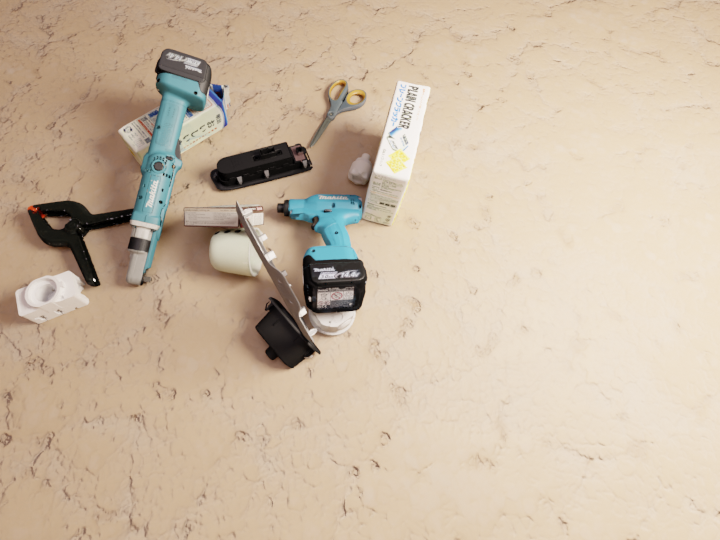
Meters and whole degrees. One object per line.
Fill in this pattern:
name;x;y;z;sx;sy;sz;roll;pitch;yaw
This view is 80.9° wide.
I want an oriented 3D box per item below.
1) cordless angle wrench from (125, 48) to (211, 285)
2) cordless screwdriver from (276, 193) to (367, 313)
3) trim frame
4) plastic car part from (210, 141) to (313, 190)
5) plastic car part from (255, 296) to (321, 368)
cordless angle wrench;-0.362;-0.183;0.766;0.095;0.076;0.425;13;82;-18
cordless screwdriver;-0.070;-0.046;0.720;0.159;0.072;0.257;-1;44;-3
trim frame;-0.126;0.002;0.644;0.027;0.191;0.241;-27;110;-8
plastic car part;-0.199;-0.210;0.838;0.201;0.066;0.068;-19;75;-7
plastic car part;-0.128;0.110;0.689;0.071;0.064;0.120;-39;75;-3
